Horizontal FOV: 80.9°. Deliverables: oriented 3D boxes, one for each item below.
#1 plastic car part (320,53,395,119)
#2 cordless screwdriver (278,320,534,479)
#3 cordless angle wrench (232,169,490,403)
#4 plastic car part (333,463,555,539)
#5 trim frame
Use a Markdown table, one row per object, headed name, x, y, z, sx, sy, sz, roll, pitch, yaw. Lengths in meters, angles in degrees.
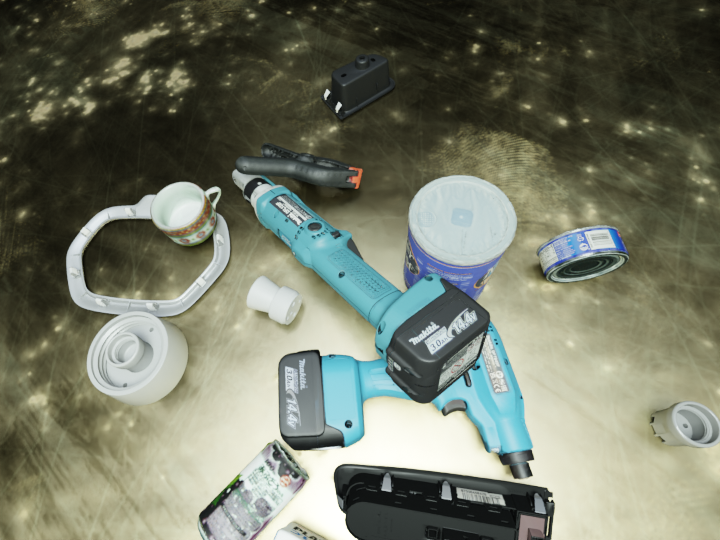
| name | x | y | z | sx | sy | sz | roll | pitch | yaw |
| --- | --- | --- | --- | --- | --- | --- | --- | --- | --- |
| plastic car part | -0.002 | -0.307 | 0.676 | 0.116 | 0.068 | 0.069 | -33 | 67 | -6 |
| cordless screwdriver | 0.042 | 0.144 | 0.439 | 0.248 | 0.072 | 0.165 | -10 | 62 | -2 |
| cordless angle wrench | -0.050 | -0.032 | 0.508 | 0.096 | 0.071 | 0.447 | -31 | 49 | -24 |
| plastic car part | 0.071 | 0.231 | 0.389 | 0.208 | 0.066 | 0.065 | 5 | 105 | 14 |
| trim frame | -0.305 | -0.026 | 0.599 | 0.253 | 0.026 | 0.188 | 3 | 63 | 11 |
